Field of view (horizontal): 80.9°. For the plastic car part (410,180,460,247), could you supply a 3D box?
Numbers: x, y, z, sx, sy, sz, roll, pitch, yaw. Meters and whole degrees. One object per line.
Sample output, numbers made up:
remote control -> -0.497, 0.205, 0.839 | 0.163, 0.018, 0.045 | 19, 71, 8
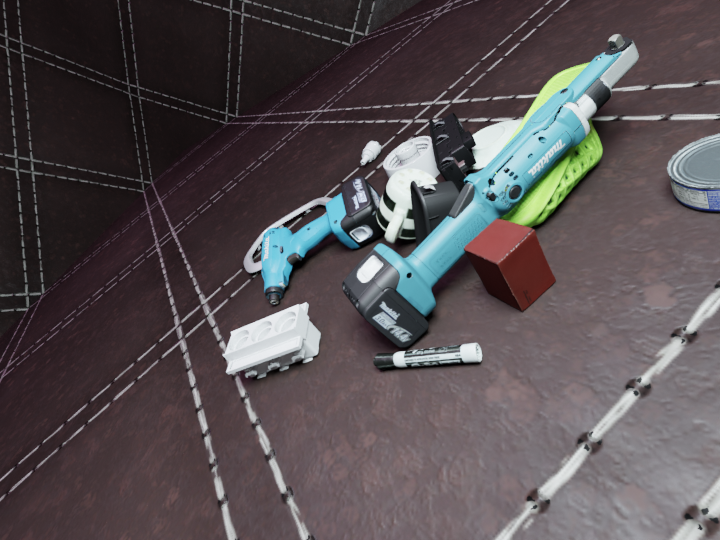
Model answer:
plastic car part -> 0.109, -0.066, 0.555 | 0.070, 0.112, 0.068 | -12, 30, -5

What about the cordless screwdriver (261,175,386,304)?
cordless screwdriver -> -0.071, -0.047, 0.729 | 0.254, 0.070, 0.165 | -25, 47, 23

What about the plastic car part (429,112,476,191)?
plastic car part -> 0.153, -0.212, 0.709 | 0.068, 0.063, 0.209 | -40, 29, 27

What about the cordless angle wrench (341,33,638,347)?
cordless angle wrench -> 0.157, -0.096, 0.485 | 0.423, 0.093, 0.078 | -46, 29, 3

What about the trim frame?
trim frame -> -0.145, -0.076, 0.886 | 0.252, 0.026, 0.190 | -27, 32, 13
